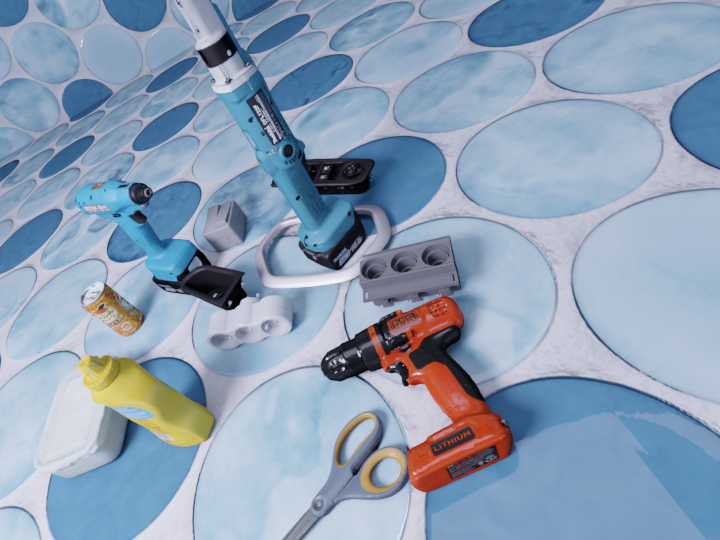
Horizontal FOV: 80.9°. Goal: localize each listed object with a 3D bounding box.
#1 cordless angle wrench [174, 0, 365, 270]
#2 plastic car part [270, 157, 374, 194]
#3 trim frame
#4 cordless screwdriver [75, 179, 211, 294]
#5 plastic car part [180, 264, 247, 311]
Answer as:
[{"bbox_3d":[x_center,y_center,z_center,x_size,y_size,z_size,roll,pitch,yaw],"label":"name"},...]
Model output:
[{"bbox_3d":[-0.110,-0.163,0.563,0.079,0.401,0.097,24,65,41],"label":"cordless angle wrench"},{"bbox_3d":[-0.067,-0.168,0.788,0.212,0.063,0.067,2,53,31],"label":"plastic car part"},{"bbox_3d":[-0.069,-0.045,0.708,0.257,0.026,0.188,-8,49,23],"label":"trim frame"},{"bbox_3d":[-0.347,-0.056,0.722,0.166,0.236,0.075,1,51,30],"label":"cordless screwdriver"},{"bbox_3d":[-0.233,0.036,0.699,0.122,0.067,0.066,10,57,35],"label":"plastic car part"}]
